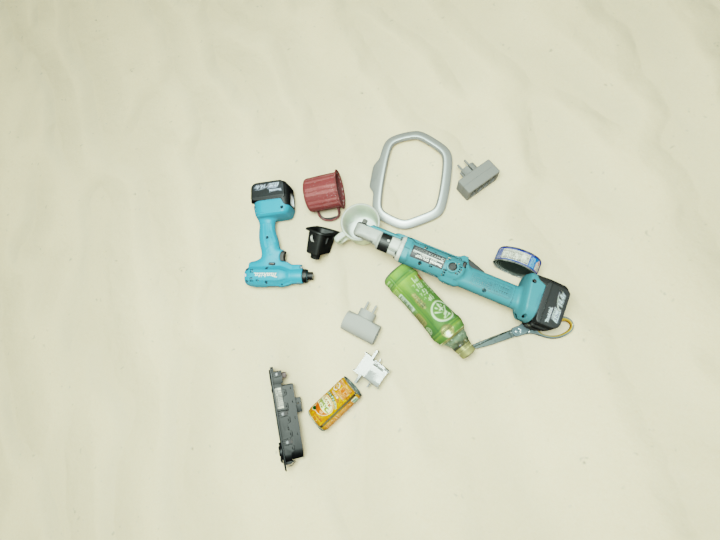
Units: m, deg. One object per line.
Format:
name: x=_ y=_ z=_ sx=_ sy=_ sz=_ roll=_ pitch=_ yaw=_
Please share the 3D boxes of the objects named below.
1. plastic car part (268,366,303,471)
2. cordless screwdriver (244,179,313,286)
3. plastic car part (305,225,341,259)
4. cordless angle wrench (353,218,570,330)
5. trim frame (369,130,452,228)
plastic car part: x=-0.155 y=0.306 z=0.889 sx=0.065 sy=0.066 sz=0.207 roll=-3 pitch=71 yaw=-18
cordless screwdriver: x=-0.187 y=-0.085 z=0.995 sx=0.162 sy=0.072 sz=0.252 roll=-2 pitch=79 yaw=10
plastic car part: x=-0.093 y=-0.061 z=0.954 sx=0.068 sy=0.114 sz=0.070 roll=15 pitch=103 yaw=12
cordless angle wrench: x=0.182 y=-0.004 z=0.850 sx=0.432 sy=0.072 sz=0.098 roll=23 pitch=79 yaw=10
trim frame: x=0.115 y=-0.215 z=0.989 sx=0.188 sy=0.027 sz=0.250 roll=7 pitch=78 yaw=13
